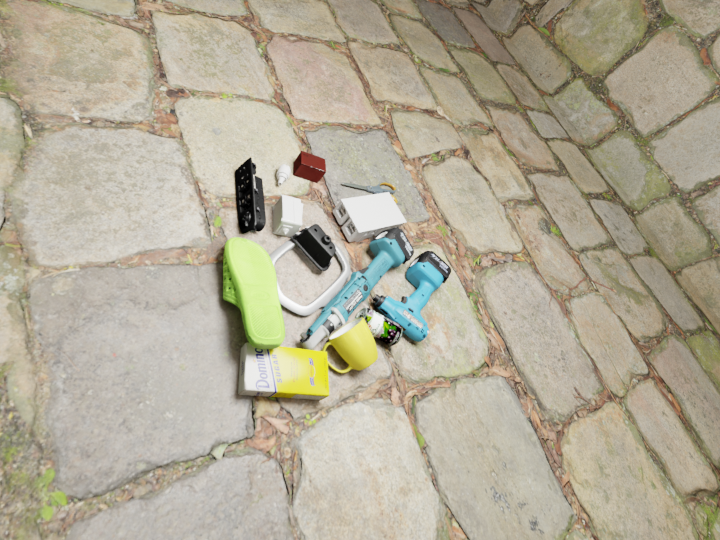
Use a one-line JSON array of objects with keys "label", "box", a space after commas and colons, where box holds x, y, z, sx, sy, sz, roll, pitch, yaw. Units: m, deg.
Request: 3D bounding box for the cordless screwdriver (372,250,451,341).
[{"label": "cordless screwdriver", "box": [0.135, 0.047, 1.107, 0.158, 0.075, 0.248, 37, 51, -6]}]

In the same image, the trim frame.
[{"label": "trim frame", "box": [-0.121, 0.003, 1.007, 0.185, 0.028, 0.245, 44, 45, 3]}]

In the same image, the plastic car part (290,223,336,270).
[{"label": "plastic car part", "box": [-0.098, -0.064, 1.006, 0.118, 0.071, 0.064, 47, 48, 7]}]

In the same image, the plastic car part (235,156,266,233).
[{"label": "plastic car part", "box": [-0.263, -0.171, 1.020, 0.063, 0.068, 0.210, 33, 39, -48]}]

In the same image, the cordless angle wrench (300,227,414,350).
[{"label": "cordless angle wrench", "box": [-0.007, 0.042, 1.016, 0.095, 0.077, 0.418, 56, 49, -16]}]
